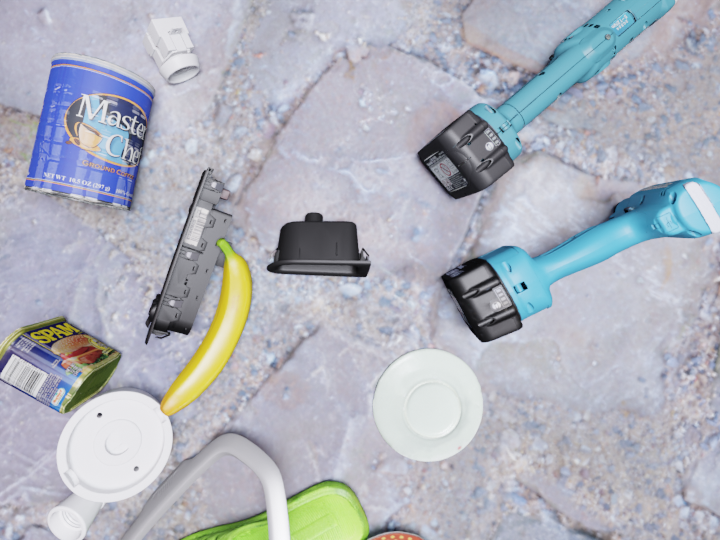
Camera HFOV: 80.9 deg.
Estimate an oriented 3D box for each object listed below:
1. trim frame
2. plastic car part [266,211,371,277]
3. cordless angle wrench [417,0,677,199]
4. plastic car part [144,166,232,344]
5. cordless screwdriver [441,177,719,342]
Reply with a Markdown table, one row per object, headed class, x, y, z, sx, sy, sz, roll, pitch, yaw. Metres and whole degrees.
| class | x | y | z | sx | sy | sz | roll | pitch | yaw |
| --- | --- | --- | --- | --- | --- | --- | --- | --- | --- |
| trim frame | -0.169 | 0.291 | 0.431 | 0.248 | 0.026 | 0.194 | -49 | 55 | 0 |
| plastic car part | -0.047 | -0.031 | 0.484 | 0.117 | 0.065 | 0.072 | 5 | 74 | 1 |
| cordless angle wrench | 0.252 | -0.245 | 0.479 | 0.421 | 0.099 | 0.074 | -41 | 96 | -5 |
| plastic car part | -0.190 | -0.012 | 0.481 | 0.064 | 0.069 | 0.203 | 24 | 86 | -29 |
| cordless screwdriver | 0.218 | -0.017 | 0.458 | 0.252 | 0.156 | 0.075 | -27 | 90 | 13 |
